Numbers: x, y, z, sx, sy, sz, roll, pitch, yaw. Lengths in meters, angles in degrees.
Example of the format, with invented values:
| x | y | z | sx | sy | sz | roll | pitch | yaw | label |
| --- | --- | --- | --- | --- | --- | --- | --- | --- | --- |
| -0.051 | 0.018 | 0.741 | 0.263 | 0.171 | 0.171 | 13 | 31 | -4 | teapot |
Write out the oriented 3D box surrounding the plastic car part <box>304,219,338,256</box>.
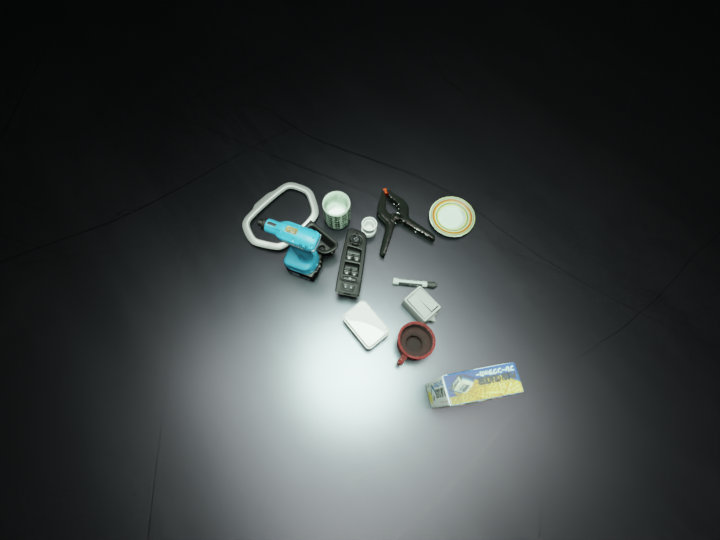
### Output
| x | y | z | sx | sy | sz | roll | pitch | yaw | label |
| --- | --- | --- | --- | --- | --- | --- | --- | --- | --- |
| -0.118 | -0.077 | 1.210 | 0.120 | 0.069 | 0.066 | 38 | 74 | 15 | plastic car part |

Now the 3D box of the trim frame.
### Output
| x | y | z | sx | sy | sz | roll | pitch | yaw | label |
| --- | --- | --- | --- | --- | --- | --- | --- | --- | --- |
| -0.240 | -0.166 | 1.277 | 0.190 | 0.027 | 0.247 | 40 | 76 | 17 | trim frame |

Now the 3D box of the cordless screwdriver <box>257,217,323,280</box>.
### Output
| x | y | z | sx | sy | sz | roll | pitch | yaw | label |
| --- | --- | --- | --- | --- | --- | --- | --- | --- | --- |
| -0.178 | -0.060 | 1.113 | 0.162 | 0.243 | 0.075 | 21 | 71 | 8 | cordless screwdriver |

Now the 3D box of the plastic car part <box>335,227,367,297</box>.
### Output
| x | y | z | sx | sy | sz | roll | pitch | yaw | label |
| --- | --- | --- | --- | --- | --- | --- | --- | --- | --- |
| -0.022 | -0.020 | 1.183 | 0.067 | 0.065 | 0.206 | 8 | 69 | 4 | plastic car part |
